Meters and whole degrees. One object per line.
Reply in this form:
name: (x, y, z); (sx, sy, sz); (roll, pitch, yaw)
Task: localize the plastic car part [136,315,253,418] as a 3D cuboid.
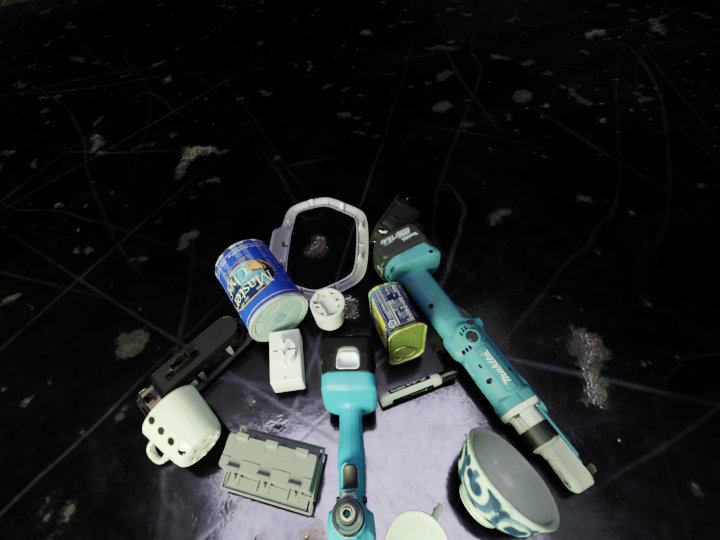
plastic car part: (-0.256, 0.140, 0.656); (0.070, 0.064, 0.200); (31, 60, 33)

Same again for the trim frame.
trim frame: (-0.078, -0.051, 0.796); (0.187, 0.026, 0.255); (-2, 54, 8)

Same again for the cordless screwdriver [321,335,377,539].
cordless screwdriver: (-0.013, 0.196, 0.518); (0.075, 0.153, 0.256); (-3, 51, 1)

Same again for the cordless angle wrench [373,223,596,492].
cordless angle wrench: (0.159, 0.105, 0.620); (0.097, 0.071, 0.444); (-26, 56, -13)

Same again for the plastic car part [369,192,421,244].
plastic car part: (0.076, -0.089, 0.790); (0.072, 0.065, 0.116); (33, 58, 9)
